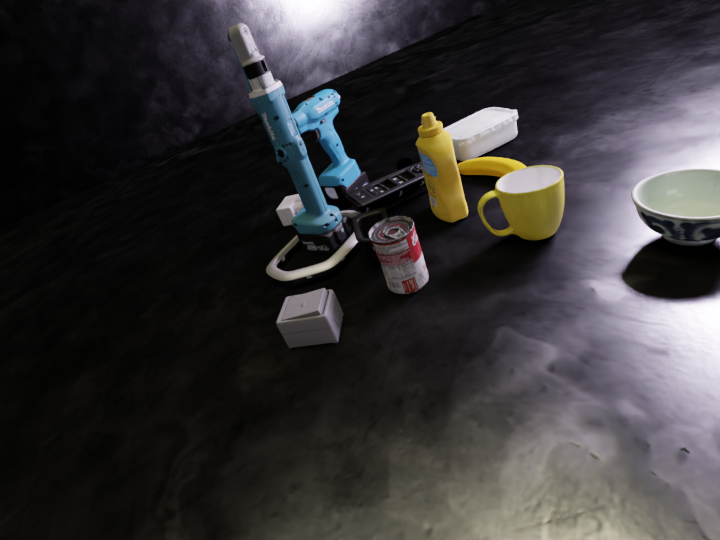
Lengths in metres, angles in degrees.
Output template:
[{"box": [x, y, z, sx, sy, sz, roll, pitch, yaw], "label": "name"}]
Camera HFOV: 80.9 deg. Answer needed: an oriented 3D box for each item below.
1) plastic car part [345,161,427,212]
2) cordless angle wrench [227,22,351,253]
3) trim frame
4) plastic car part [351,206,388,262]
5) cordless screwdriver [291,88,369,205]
[{"box": [0.075, -0.166, 0.873, 0.201, 0.064, 0.070, -30, 32, -11], "label": "plastic car part"}, {"box": [-0.129, -0.221, 0.762, 0.103, 0.406, 0.073, 5, 39, 38], "label": "cordless angle wrench"}, {"box": [-0.083, -0.054, 0.844, 0.193, 0.026, 0.247, 3, 40, 35], "label": "trim frame"}, {"box": [0.028, -0.052, 0.732, 0.067, 0.068, 0.120, -18, 32, 7], "label": "plastic car part"}, {"box": [-0.077, -0.255, 0.935, 0.078, 0.239, 0.157, 9, 42, 42], "label": "cordless screwdriver"}]
